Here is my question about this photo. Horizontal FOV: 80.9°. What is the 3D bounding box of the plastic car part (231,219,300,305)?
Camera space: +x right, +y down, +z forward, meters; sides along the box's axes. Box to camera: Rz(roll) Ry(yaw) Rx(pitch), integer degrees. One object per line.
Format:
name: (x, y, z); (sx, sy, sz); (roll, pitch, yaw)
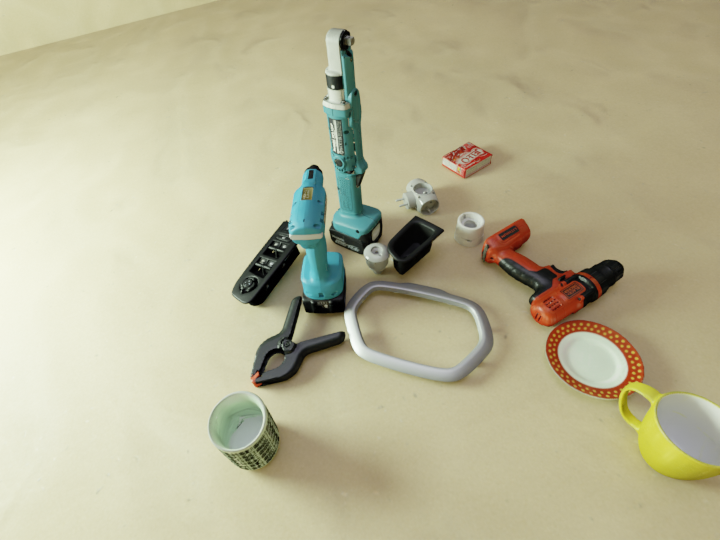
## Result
plastic car part: (-0.174, -0.009, 0.825); (0.069, 0.064, 0.202); (20, 55, 23)

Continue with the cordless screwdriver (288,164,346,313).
cordless screwdriver: (-0.071, -0.046, 0.722); (0.075, 0.239, 0.164); (-2, 49, 4)

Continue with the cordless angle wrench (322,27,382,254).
cordless angle wrench: (-0.021, -0.200, 0.735); (0.102, 0.407, 0.074); (25, 56, 24)

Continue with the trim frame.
trim frame: (0.093, 0.092, 0.716); (0.256, 0.026, 0.186); (9, 52, 17)

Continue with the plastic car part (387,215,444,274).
plastic car part: (0.096, -0.038, 0.800); (0.069, 0.068, 0.115); (31, 60, 29)
